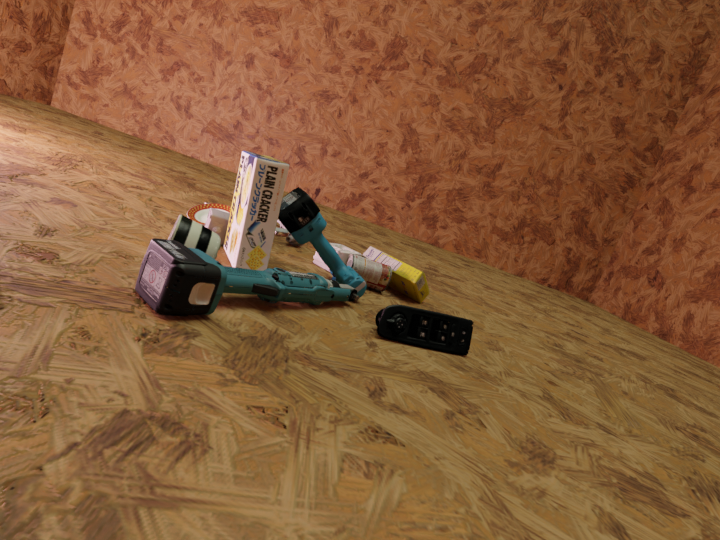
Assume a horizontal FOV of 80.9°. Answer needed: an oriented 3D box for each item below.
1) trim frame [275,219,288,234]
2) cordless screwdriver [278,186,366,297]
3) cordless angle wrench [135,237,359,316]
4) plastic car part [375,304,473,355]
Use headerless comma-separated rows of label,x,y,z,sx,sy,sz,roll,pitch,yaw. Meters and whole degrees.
trim frame,-0.319,-0.159,1.354,0.177,0.027,0.260,16,13,-24
cordless screwdriver,-0.087,-0.057,0.892,0.239,0.074,0.166,54,-5,-23
cordless angle wrench,-0.137,0.025,0.681,0.103,0.074,0.401,28,11,35
plastic car part,0.108,0.100,0.761,0.194,0.066,0.070,14,2,-29
